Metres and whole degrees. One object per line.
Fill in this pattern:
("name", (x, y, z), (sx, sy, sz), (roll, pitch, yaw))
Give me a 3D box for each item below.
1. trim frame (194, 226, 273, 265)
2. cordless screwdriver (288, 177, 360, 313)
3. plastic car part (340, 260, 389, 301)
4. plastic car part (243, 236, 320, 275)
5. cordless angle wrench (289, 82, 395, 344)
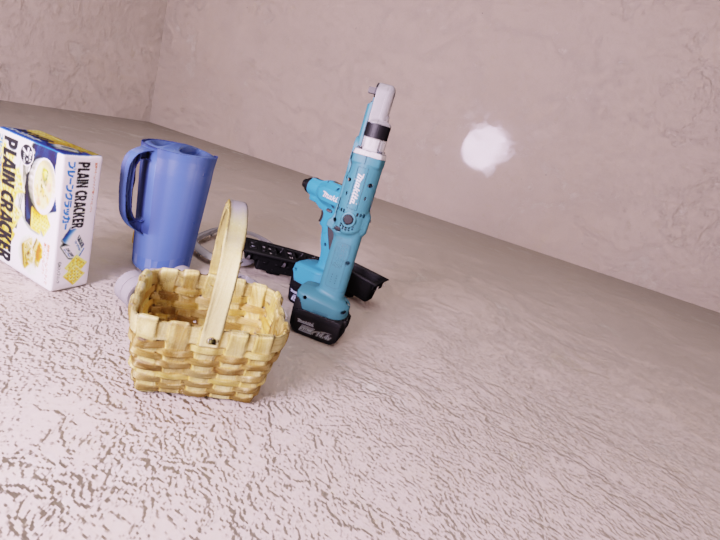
("trim frame", (-0.303, -0.059, 1.015), (0.187, 0.027, 0.248), (17, 18, 5))
("cordless screwdriver", (-0.080, -0.053, 0.822), (0.168, 0.246, 0.071), (29, 20, 37))
("plastic car part", (-0.009, 0.028, 0.929), (0.122, 0.070, 0.063), (25, 18, 26))
("plastic car part", (-0.169, -0.018, 0.940), (0.197, 0.066, 0.069), (10, 18, -19))
("cordless angle wrench", (-0.017, -0.086, 0.690), (0.100, 0.419, 0.073), (20, 16, 9))
